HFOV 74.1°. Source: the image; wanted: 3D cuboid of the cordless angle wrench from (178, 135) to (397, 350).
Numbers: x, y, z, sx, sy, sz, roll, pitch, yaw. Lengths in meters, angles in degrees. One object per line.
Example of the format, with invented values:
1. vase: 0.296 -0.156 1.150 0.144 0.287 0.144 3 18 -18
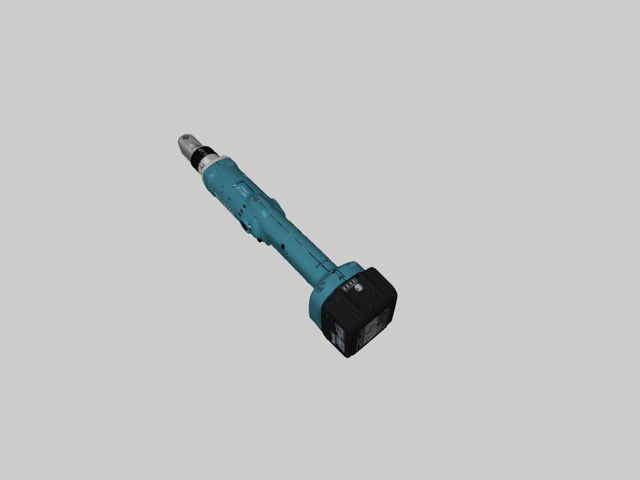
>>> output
1. cordless angle wrench: -0.078 -0.030 0.566 0.074 0.422 0.098 -35 -30 -21
